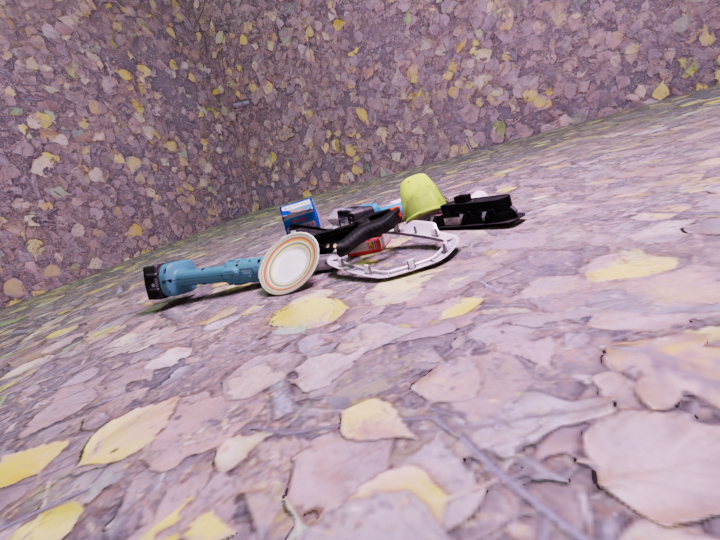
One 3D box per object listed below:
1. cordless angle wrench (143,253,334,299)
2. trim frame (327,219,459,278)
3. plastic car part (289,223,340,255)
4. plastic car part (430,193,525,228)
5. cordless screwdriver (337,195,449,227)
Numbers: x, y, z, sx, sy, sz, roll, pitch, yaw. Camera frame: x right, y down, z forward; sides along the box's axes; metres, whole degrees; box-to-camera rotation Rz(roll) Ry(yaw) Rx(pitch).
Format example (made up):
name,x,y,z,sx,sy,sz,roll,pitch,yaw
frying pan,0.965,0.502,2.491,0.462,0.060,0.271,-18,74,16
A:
name,x,y,z,sx,sy,sz,roll,pitch,yaw
cordless angle wrench,-0.250,0.002,0.866,0.435,0.074,0.096,-6,7,20
trim frame,0.048,-0.042,0.730,0.180,0.027,0.261,-30,24,-27
plastic car part,-0.084,-0.055,0.855,0.114,0.065,0.073,4,6,-15
plastic car part,0.214,-0.112,0.797,0.064,0.066,0.212,-16,14,-28
cordless screwdriver,0.079,-0.139,1.023,0.242,0.073,0.166,-19,14,-23
